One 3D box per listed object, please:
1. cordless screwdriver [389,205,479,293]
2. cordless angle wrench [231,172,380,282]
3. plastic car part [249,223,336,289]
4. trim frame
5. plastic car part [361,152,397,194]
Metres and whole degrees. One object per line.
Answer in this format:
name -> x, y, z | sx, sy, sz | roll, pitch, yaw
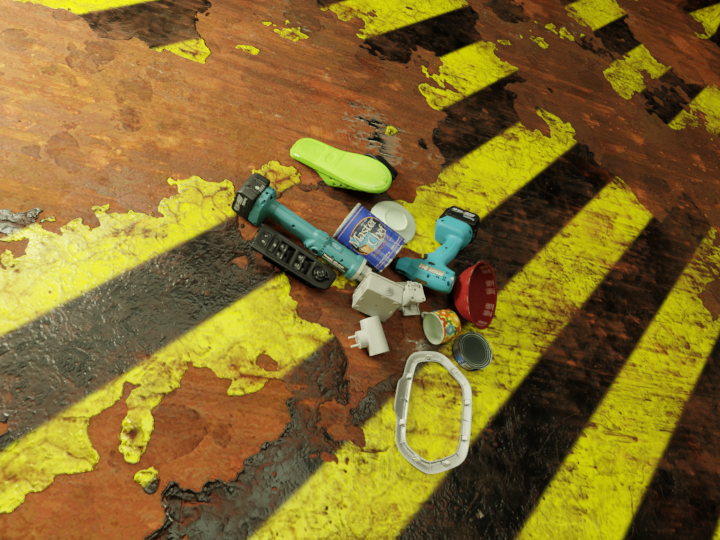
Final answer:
cordless screwdriver -> 0.189, -0.062, 1.056 | 0.166, 0.071, 0.247 | 21, 54, 22
cordless angle wrench -> -0.094, -0.061, 0.960 | 0.420, 0.098, 0.074 | 35, 54, -3
plastic car part -> -0.150, -0.016, 0.926 | 0.200, 0.067, 0.067 | 30, 51, -7
trim frame -> 0.155, 0.292, 0.894 | 0.182, 0.027, 0.252 | 20, 61, -7
plastic car part -> 0.056, -0.275, 1.145 | 0.068, 0.066, 0.120 | -22, 70, -44
